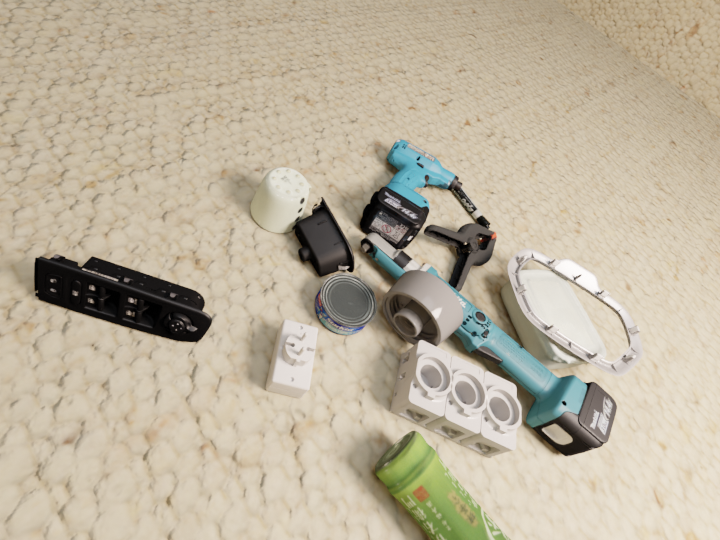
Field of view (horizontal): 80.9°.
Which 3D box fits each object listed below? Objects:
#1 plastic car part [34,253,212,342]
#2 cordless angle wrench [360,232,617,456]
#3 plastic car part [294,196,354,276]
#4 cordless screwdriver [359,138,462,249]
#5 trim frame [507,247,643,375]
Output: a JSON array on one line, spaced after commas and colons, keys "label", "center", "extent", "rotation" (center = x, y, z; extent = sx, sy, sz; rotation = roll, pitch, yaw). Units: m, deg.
[{"label": "plastic car part", "center": [-0.275, 0.031, 0.509], "extent": [0.201, 0.066, 0.068], "rotation": [22, 25, -5]}, {"label": "cordless angle wrench", "center": [0.167, 0.085, 0.640], "extent": [0.434, 0.074, 0.096], "rotation": [42, 50, 13]}, {"label": "plastic car part", "center": [-0.064, -0.042, 0.650], "extent": [0.069, 0.065, 0.120], "rotation": [-20, 68, -17]}, {"label": "cordless screwdriver", "center": [0.102, -0.139, 0.775], "extent": [0.159, 0.074, 0.250], "rotation": [28, 46, -3]}, {"label": "trim frame", "center": [0.345, 0.057, 0.678], "extent": [0.251, 0.027, 0.184], "rotation": [31, 49, 4]}]
